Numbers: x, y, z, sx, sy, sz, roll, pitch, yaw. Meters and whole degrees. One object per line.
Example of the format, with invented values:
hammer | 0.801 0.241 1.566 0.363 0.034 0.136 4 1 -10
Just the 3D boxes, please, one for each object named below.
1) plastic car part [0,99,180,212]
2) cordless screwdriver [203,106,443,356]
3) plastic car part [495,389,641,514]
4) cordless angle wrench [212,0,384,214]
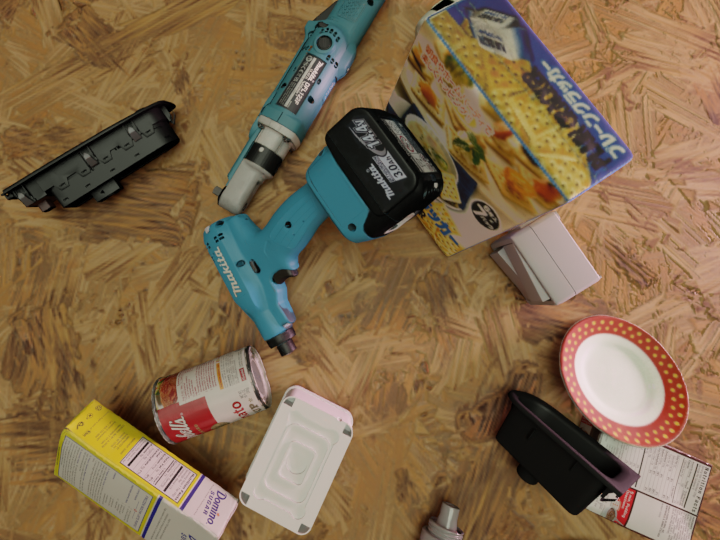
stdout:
plastic car part | -0.288 -0.123 0.478 0.202 0.067 0.066 -37 96 -3
cordless screwdriver | -0.039 -0.026 0.402 0.254 0.072 0.161 -31 84 31
plastic car part | 0.186 0.182 0.411 0.123 0.062 0.070 37 108 42
cordless angle wrench | -0.041 -0.248 0.485 0.099 0.074 0.423 30 86 3
